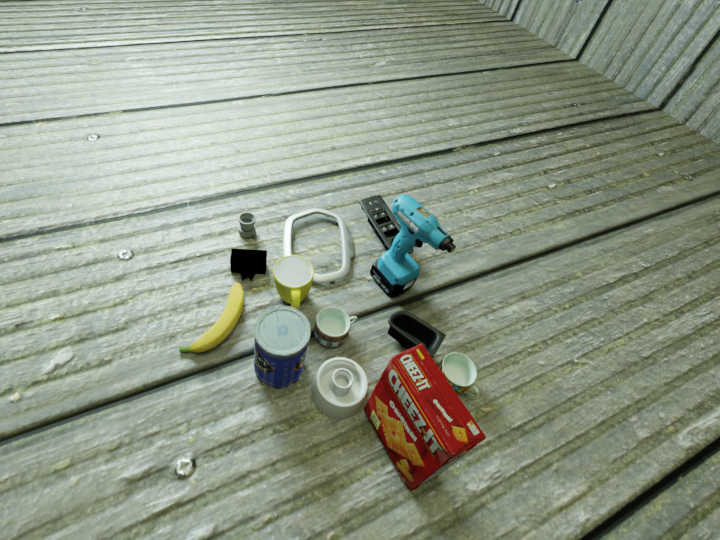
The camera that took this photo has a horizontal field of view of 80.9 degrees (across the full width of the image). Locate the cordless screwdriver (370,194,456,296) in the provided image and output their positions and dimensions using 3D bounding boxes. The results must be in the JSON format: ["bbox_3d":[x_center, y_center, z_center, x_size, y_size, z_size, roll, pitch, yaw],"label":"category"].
[{"bbox_3d":[0.112,-0.033,0.938,0.072,0.244,0.167,-25,60,-30],"label":"cordless screwdriver"}]

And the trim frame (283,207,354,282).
[{"bbox_3d":[-0.106,-0.069,1.080,0.182,0.027,0.257,1,49,-8],"label":"trim frame"}]

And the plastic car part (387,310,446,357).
[{"bbox_3d":[0.108,0.141,0.902,0.120,0.069,0.065,32,51,17],"label":"plastic car part"}]

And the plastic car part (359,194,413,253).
[{"bbox_3d":[0.064,-0.107,1.113,0.064,0.065,0.213,-15,53,-23],"label":"plastic car part"}]
